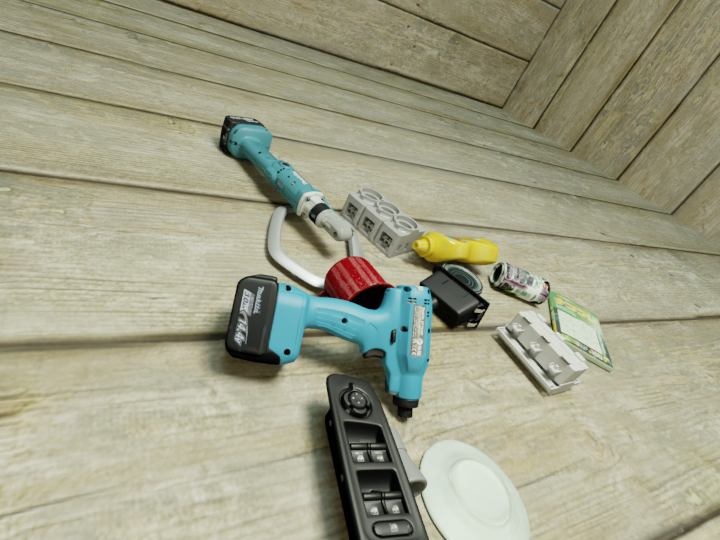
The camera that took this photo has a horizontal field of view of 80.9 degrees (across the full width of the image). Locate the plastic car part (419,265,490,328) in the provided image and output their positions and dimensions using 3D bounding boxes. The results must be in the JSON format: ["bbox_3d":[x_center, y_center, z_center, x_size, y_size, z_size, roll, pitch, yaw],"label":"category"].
[{"bbox_3d":[0.144,0.051,0.717,0.069,0.064,0.123,-25,52,-34],"label":"plastic car part"}]

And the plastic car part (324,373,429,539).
[{"bbox_3d":[0.006,0.195,0.405,0.064,0.066,0.212,3,41,-20],"label":"plastic car part"}]

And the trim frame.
[{"bbox_3d":[-0.073,-0.048,0.748,0.180,0.027,0.257,13,32,-14],"label":"trim frame"}]

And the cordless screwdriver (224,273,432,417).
[{"bbox_3d":[-0.035,0.088,0.506,0.244,0.160,0.075,6,-8,-11],"label":"cordless screwdriver"}]

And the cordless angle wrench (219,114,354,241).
[{"bbox_3d":[-0.152,-0.184,0.828,0.094,0.073,0.446,-7,41,-40],"label":"cordless angle wrench"}]
